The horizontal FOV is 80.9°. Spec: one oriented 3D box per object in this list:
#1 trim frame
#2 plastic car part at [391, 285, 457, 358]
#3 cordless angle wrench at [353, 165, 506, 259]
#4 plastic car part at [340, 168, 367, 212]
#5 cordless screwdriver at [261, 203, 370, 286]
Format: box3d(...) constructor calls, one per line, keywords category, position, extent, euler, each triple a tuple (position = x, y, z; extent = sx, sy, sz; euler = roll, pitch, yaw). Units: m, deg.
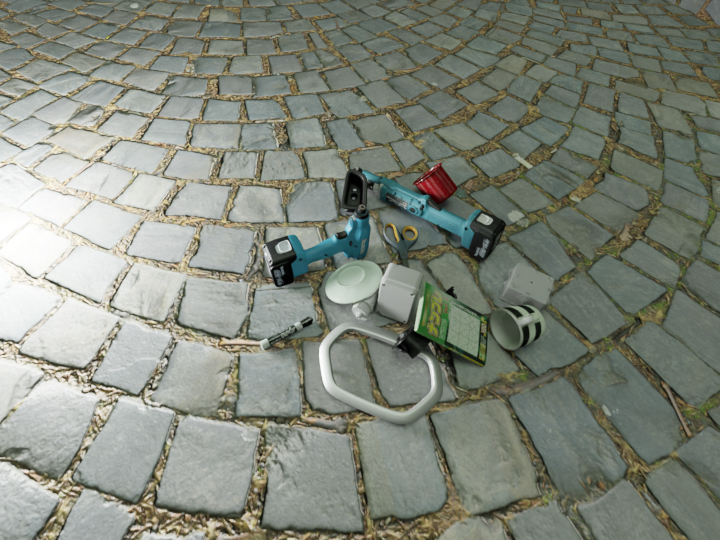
box3d(category="trim frame", position=(0.037, 0.191, 0.826), extent=(0.255, 0.027, 0.185), euler=(17, 53, 13))
box3d(category="plastic car part", position=(0.138, 0.113, 0.859), extent=(0.198, 0.067, 0.068), euler=(-32, 82, -37))
box3d(category="cordless angle wrench", position=(0.151, -0.171, 1.094), extent=(0.443, 0.095, 0.073), euler=(32, 55, 26))
box3d(category="plastic car part", position=(-0.016, -0.198, 1.111), extent=(0.066, 0.069, 0.119), euler=(6, 67, -1))
box3d(category="cordless screwdriver", position=(-0.092, -0.060, 0.942), extent=(0.244, 0.154, 0.078), euler=(-17, 56, -15))
